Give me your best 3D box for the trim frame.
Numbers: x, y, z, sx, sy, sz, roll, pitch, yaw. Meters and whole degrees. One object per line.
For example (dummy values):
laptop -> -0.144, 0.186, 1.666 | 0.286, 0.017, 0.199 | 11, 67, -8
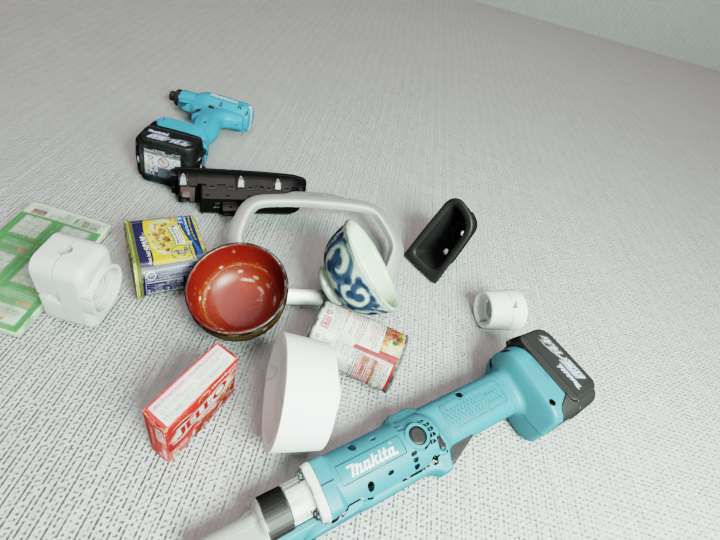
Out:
trim frame -> -0.057, -0.037, 0.582 | 0.243, 0.027, 0.190 | -1, 62, -13

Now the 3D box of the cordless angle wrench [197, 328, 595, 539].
cordless angle wrench -> 0.049, 0.170, 0.408 | 0.410, 0.073, 0.103 | -16, 53, -26

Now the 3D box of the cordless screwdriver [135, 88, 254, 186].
cordless screwdriver -> -0.294, -0.240, 0.711 | 0.160, 0.073, 0.252 | 16, 41, -1

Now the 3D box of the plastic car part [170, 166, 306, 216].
plastic car part -> -0.173, -0.113, 0.626 | 0.197, 0.066, 0.070 | -5, 59, -20

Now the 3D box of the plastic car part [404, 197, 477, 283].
plastic car part -> 0.132, -0.047, 0.620 | 0.069, 0.116, 0.068 | 47, 27, 25
